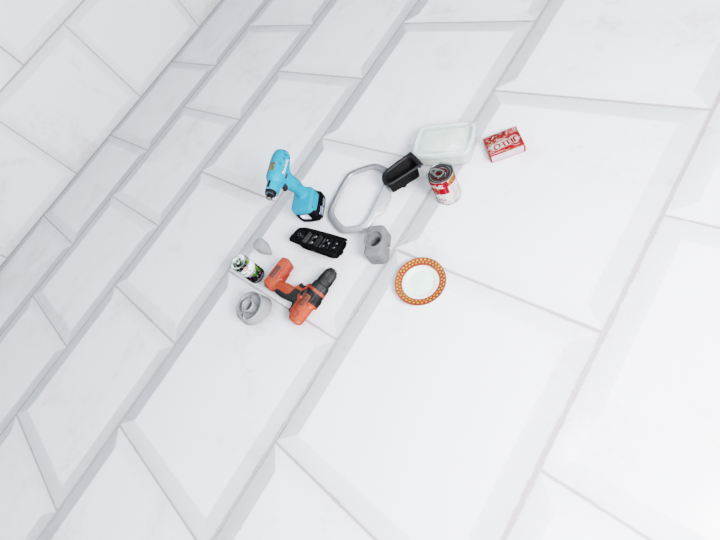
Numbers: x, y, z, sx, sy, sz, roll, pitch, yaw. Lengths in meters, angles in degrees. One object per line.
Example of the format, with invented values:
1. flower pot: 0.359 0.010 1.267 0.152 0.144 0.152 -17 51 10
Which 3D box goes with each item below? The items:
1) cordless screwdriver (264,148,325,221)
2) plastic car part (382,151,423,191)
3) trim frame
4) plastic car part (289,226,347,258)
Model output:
1. cordless screwdriver: -0.196 -0.221 1.244 0.077 0.235 0.162 -4 61 26
2. plastic car part: 0.120 -0.268 1.202 0.117 0.067 0.069 -36 52 6
3. trim frame: 0.000 -0.217 1.266 0.194 0.026 0.249 15 71 35
4. plastic car part: -0.120 -0.079 1.229 0.214 0.063 0.066 20 74 36
